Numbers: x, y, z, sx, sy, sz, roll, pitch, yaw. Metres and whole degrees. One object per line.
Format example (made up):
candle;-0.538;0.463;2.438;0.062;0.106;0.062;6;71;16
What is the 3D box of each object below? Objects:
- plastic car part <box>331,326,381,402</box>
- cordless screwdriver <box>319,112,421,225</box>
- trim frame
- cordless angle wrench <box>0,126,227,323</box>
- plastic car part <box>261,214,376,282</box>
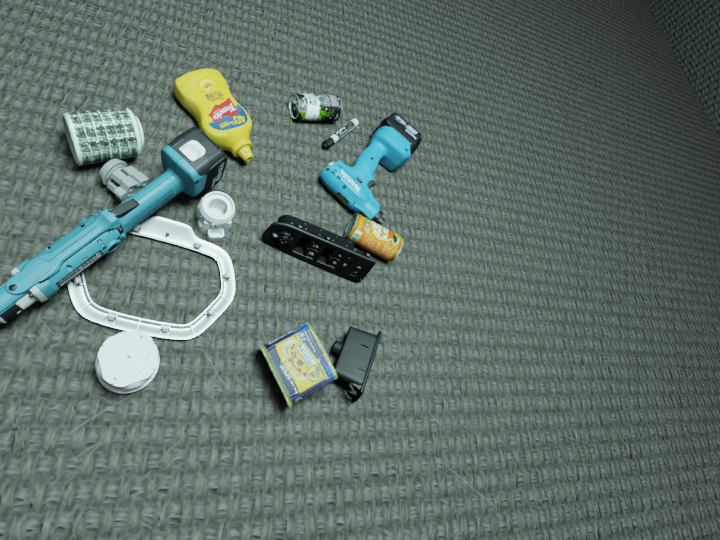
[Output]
plastic car part;-0.015;0.145;0.699;0.071;0.065;0.118;20;56;-2
cordless screwdriver;0.043;-0.212;0.889;0.159;0.075;0.246;43;60;-2
trim frame;-0.313;0.005;0.644;0.242;0.028;0.188;15;60;-16
cordless angle wrench;-0.363;-0.053;0.590;0.074;0.099;0.420;42;60;-5
plastic car part;-0.074;-0.049;0.760;0.197;0.066;0.069;19;51;-16
